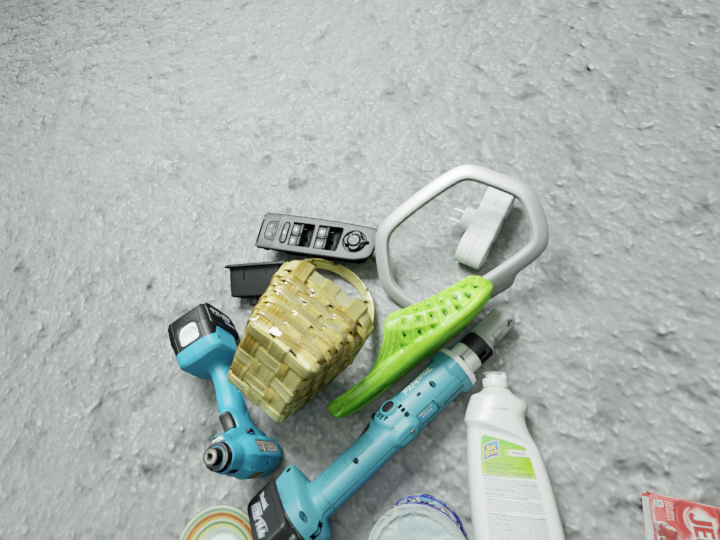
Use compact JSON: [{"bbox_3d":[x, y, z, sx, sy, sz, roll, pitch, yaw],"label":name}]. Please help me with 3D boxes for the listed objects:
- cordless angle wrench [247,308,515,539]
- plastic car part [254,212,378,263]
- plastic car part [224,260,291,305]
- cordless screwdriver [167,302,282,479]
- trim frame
[{"bbox_3d":[0.047,0.193,0.542,0.420,0.072,0.101,-40,18,-11],"label":"cordless angle wrench"},{"bbox_3d":[-0.068,-0.044,0.693,0.210,0.064,0.067,7,61,21],"label":"plastic car part"},{"bbox_3d":[-0.166,0.022,0.700,0.119,0.063,0.072,-7,79,15],"label":"plastic car part"},{"bbox_3d":[-0.199,0.161,0.585,0.074,0.152,0.261,-34,61,-1],"label":"cordless screwdriver"},{"bbox_3d":[0.133,-0.036,0.601,0.251,0.027,0.186,-37,84,20],"label":"trim frame"}]
